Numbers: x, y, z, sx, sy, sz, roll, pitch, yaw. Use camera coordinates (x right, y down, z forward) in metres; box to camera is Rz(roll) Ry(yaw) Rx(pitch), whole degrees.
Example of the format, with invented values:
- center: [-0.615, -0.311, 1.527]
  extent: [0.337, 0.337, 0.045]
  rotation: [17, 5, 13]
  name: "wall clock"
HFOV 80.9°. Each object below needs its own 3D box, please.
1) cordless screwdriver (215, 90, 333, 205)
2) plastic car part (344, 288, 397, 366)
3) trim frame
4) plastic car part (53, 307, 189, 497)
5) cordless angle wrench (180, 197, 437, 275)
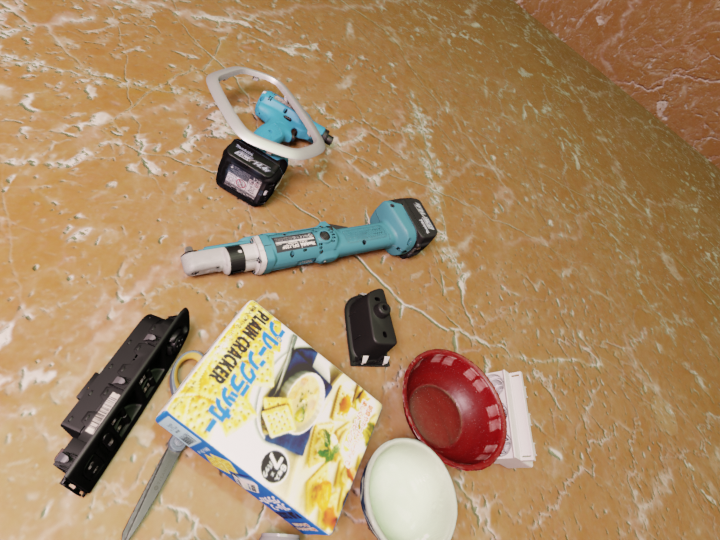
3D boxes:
- center: [-0.141, -0.214, 0.744]
  extent: [0.156, 0.074, 0.253]
  rotation: [25, 46, -11]
  name: "cordless screwdriver"
- center: [0.019, 0.076, 0.624]
  extent: [0.063, 0.072, 0.120]
  rotation: [8, 59, -27]
  name: "plastic car part"
- center: [-0.158, -0.271, 0.719]
  extent: [0.177, 0.027, 0.259]
  rotation: [-13, 57, -38]
  name: "trim frame"
- center: [-0.255, 0.124, 0.460]
  extent: [0.069, 0.064, 0.204]
  rotation: [16, 49, 13]
  name: "plastic car part"
- center: [-0.065, -0.043, 0.666]
  extent: [0.408, 0.074, 0.101]
  rotation: [-13, 66, -31]
  name: "cordless angle wrench"
